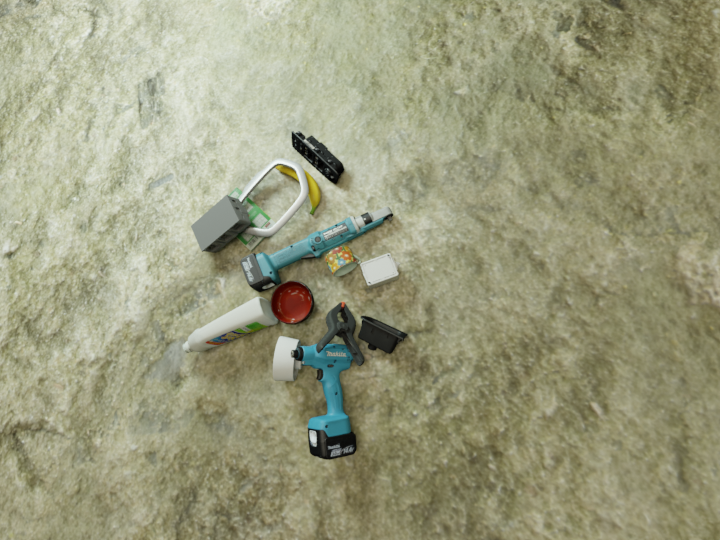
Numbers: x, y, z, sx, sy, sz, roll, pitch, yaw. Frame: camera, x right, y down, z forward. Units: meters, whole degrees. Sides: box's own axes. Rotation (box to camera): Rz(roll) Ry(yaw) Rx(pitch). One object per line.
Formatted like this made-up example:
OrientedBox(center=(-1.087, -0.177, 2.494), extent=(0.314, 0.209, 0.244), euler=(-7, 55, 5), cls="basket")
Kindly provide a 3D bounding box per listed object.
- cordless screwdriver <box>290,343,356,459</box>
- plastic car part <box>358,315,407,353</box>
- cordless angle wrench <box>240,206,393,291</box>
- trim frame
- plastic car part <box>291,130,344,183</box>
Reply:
OrientedBox(center=(-0.088, 0.296, 0.978), extent=(0.152, 0.076, 0.253), euler=(8, 70, -30), cls="cordless screwdriver")
OrientedBox(center=(0.046, 0.164, 1.037), extent=(0.121, 0.064, 0.071), euler=(20, 93, 18), cls="plastic car part")
OrientedBox(center=(-0.111, -0.072, 1.132), extent=(0.423, 0.072, 0.101), euler=(-25, 72, 1), cls="cordless angle wrench")
OrientedBox(center=(-0.254, -0.206, 1.194), extent=(0.191, 0.026, 0.248), euler=(42, 93, 19), cls="trim frame")
OrientedBox(center=(-0.118, -0.328, 1.215), extent=(0.066, 0.065, 0.211), euler=(-30, 67, -27), cls="plastic car part")
